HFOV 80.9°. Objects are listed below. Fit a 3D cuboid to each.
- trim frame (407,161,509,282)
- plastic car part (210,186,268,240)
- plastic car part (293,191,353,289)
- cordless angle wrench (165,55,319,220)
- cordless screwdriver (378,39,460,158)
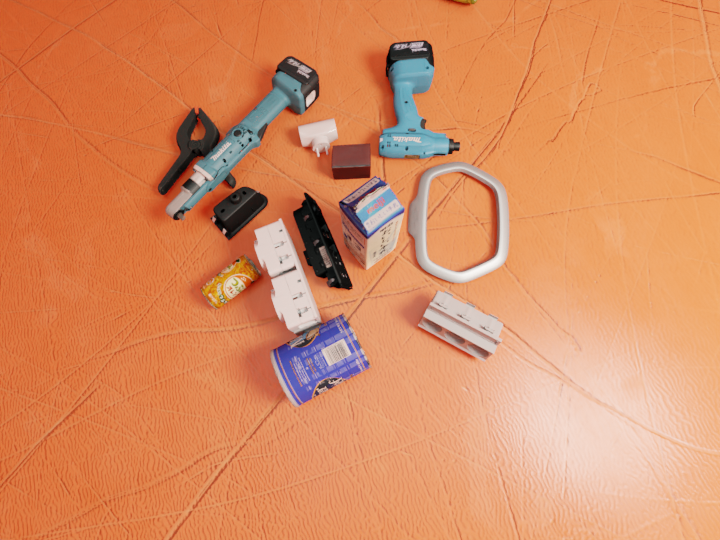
[{"bbox_3d":[0.185,-0.096,0.803,0.186,0.027,0.252,3,74,7],"label":"trim frame"},{"bbox_3d":[-0.246,-0.128,0.842,0.116,0.069,0.068,-42,76,-5],"label":"plastic car part"},{"bbox_3d":[-0.079,-0.051,0.805,0.068,0.063,0.208,-27,70,23],"label":"plastic car part"},{"bbox_3d":[-0.245,-0.266,0.868,0.100,0.073,0.421,35,75,10],"label":"cordless angle wrench"},{"bbox_3d":[0.122,-0.346,0.871,0.161,0.072,0.252,2,76,6],"label":"cordless screwdriver"}]
